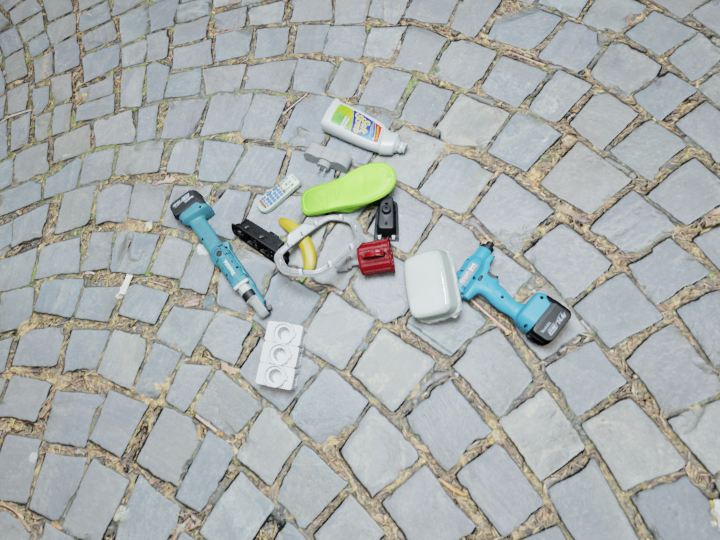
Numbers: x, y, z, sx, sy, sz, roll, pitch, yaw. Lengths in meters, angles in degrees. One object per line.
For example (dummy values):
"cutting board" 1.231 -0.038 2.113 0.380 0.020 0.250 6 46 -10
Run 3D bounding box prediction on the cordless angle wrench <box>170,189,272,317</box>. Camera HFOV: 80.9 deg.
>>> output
"cordless angle wrench" -0.374 -0.041 1.152 0.098 0.072 0.438 -38 71 -4

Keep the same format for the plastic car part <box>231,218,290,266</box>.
"plastic car part" -0.267 -0.084 1.148 0.210 0.064 0.067 28 69 18

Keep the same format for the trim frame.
"trim frame" -0.104 -0.068 1.067 0.245 0.026 0.195 -41 47 -23

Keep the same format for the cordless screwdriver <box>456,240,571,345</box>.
"cordless screwdriver" 0.350 0.048 0.975 0.260 0.071 0.159 33 80 23

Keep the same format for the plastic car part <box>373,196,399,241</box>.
"plastic car part" 0.068 -0.140 1.096 0.067 0.069 0.118 1 75 8
